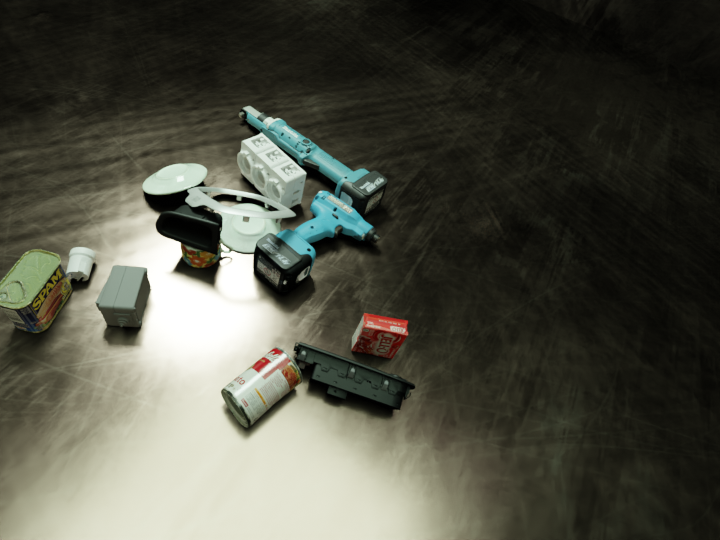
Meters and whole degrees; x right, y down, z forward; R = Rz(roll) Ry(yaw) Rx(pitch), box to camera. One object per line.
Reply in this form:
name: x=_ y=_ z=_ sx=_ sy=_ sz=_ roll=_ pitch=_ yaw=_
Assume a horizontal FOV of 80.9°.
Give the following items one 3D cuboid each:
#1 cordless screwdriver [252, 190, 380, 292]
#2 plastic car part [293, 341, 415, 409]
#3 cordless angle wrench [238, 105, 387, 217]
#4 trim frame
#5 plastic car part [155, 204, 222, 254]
cordless screwdriver: x=-0.080 y=-0.052 z=0.817 sx=0.164 sy=0.073 sz=0.245 roll=34 pitch=49 yaw=13
plastic car part: x=-0.012 y=0.169 z=0.662 sx=0.203 sy=0.065 sz=0.068 roll=15 pitch=61 yaw=0
cordless angle wrench: x=-0.130 y=-0.277 z=0.986 sx=0.440 sy=0.073 sz=0.096 roll=38 pitch=54 yaw=21
trim frame: x=-0.230 y=-0.125 z=0.795 sx=0.176 sy=0.027 sz=0.263 roll=0 pitch=20 yaw=-37
plastic car part: x=-0.290 y=-0.084 z=0.743 sx=0.118 sy=0.065 sz=0.071 roll=19 pitch=36 yaw=7
